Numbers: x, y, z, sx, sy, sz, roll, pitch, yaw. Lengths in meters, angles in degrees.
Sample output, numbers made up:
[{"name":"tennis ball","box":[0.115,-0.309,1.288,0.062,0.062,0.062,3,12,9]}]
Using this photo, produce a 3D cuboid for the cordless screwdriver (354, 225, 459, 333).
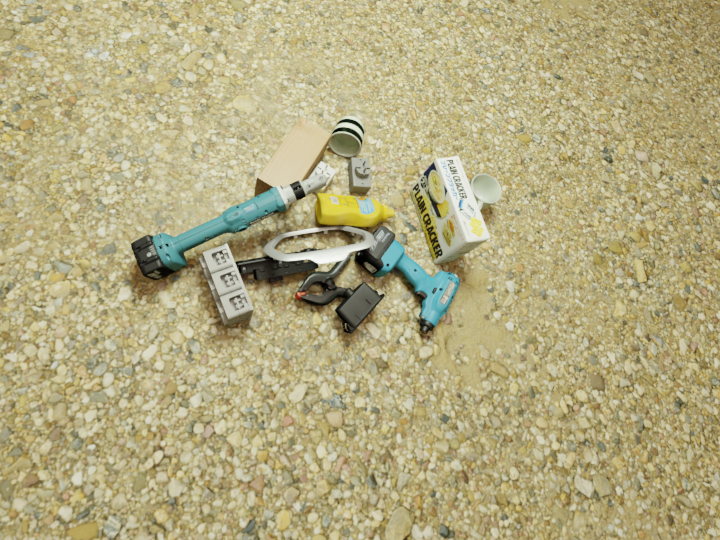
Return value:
[{"name":"cordless screwdriver","box":[0.101,0.021,0.986,0.248,0.075,0.159,35,68,-2]}]

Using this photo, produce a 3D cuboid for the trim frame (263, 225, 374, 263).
[{"name":"trim frame","box":[-0.091,-0.060,0.935,0.243,0.193,0.027,-9,114,-16]}]

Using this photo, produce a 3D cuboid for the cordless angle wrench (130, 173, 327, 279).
[{"name":"cordless angle wrench","box":[-0.261,-0.108,0.891,0.420,0.097,0.075,-27,83,-7]}]

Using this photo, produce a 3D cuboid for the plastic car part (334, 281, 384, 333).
[{"name":"plastic car part","box":[-0.011,0.073,0.926,0.070,0.067,0.116,42,77,-6]}]

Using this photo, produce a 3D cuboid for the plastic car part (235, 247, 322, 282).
[{"name":"plastic car part","box":[-0.176,-0.012,0.943,0.199,0.067,0.067,-15,89,-16]}]
